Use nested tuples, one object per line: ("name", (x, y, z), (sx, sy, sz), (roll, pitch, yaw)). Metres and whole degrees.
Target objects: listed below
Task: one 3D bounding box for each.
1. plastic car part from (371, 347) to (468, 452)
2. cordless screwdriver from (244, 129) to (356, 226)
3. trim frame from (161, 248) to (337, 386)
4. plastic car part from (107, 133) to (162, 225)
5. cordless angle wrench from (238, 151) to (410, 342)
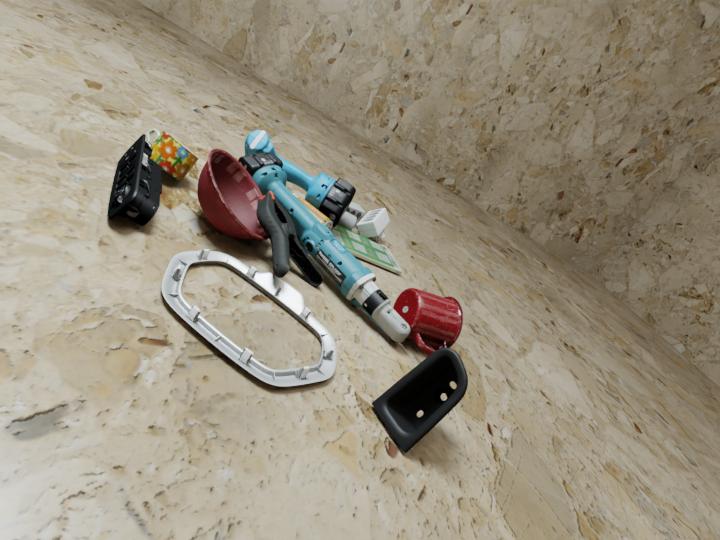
("plastic car part", (0.084, 0.151, 0.502), (0.069, 0.117, 0.067), (50, 4, 35))
("cordless screwdriver", (-0.139, -0.189, 0.904), (0.248, 0.074, 0.160), (34, -17, -3))
("trim frame", (-0.132, 0.049, 0.527), (0.254, 0.027, 0.181), (34, 21, 9))
("plastic car part", (-0.319, -0.123, 0.607), (0.063, 0.066, 0.213), (50, 7, -37))
("cordless angle wrench", (-0.071, -0.046, 0.724), (0.072, 0.097, 0.440), (-21, 59, -43))
